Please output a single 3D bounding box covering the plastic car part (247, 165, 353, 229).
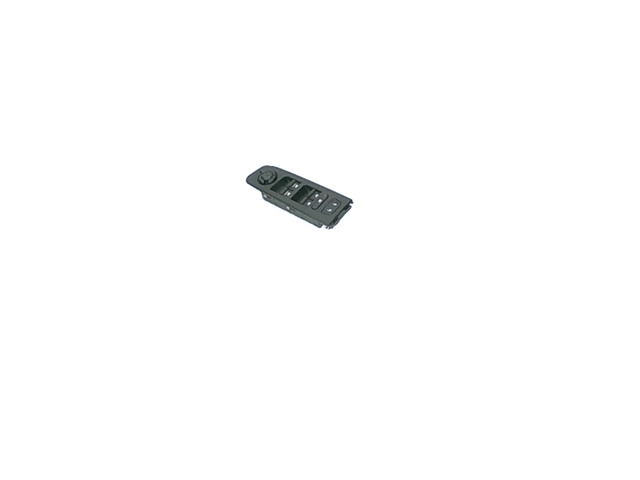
[{"bbox_3d":[-0.039,-0.074,0.744,0.204,0.066,0.067,30,-20,25],"label":"plastic car part"}]
